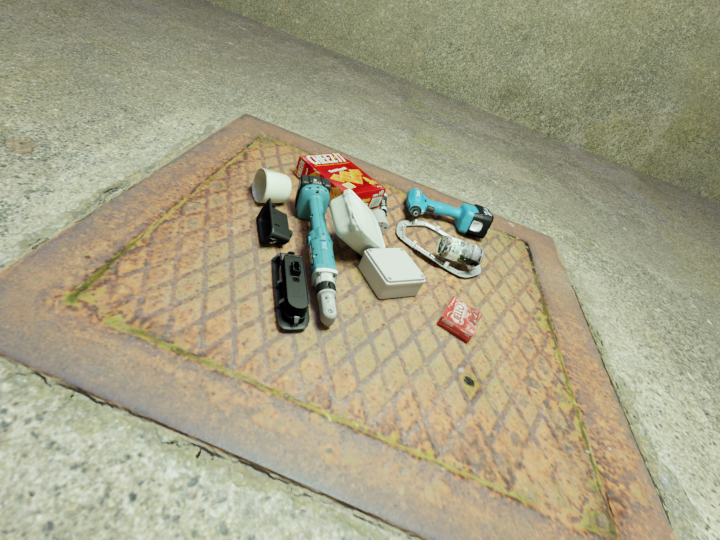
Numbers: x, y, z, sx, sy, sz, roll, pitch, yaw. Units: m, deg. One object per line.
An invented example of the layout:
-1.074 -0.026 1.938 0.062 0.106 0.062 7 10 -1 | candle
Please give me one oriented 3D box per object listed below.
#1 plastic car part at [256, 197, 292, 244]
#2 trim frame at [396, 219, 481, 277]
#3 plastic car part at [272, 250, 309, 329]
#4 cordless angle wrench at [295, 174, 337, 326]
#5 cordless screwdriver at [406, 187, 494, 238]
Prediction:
-0.188 -0.096 0.950 0.067 0.066 0.122 16 36 -34 | plastic car part
0.210 -0.066 1.130 0.257 0.027 0.180 36 39 17 | trim frame
-0.128 0.027 0.816 0.064 0.067 0.211 14 38 -24 | plastic car part
-0.090 -0.059 0.922 0.072 0.097 0.440 6 42 -18 | cordless angle wrench
0.253 -0.163 1.228 0.250 0.073 0.161 18 29 1 | cordless screwdriver
